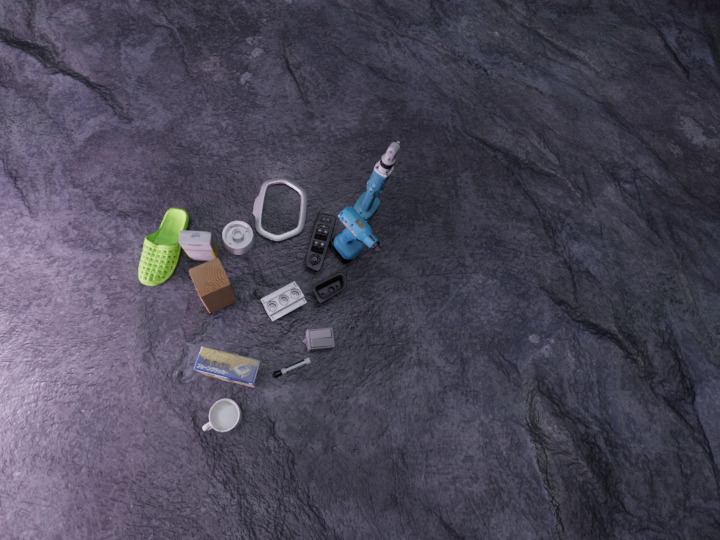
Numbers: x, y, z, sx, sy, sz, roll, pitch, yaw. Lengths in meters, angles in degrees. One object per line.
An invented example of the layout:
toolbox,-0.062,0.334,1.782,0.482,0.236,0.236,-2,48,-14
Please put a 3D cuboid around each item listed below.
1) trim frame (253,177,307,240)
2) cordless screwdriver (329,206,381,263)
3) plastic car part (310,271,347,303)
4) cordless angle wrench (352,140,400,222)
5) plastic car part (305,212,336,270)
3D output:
trim frame,-0.280,-0.215,1.471,0.183,0.027,0.253,5,69,-5
cordless screwdriver,-0.017,-0.088,1.335,0.073,0.247,0.162,-37,81,-20
plastic car part,-0.098,0.059,1.364,0.115,0.070,0.067,-27,77,-16
cordless angle wrench,0.049,-0.266,1.318,0.075,0.420,0.098,36,69,1
plastic car part,-0.139,-0.091,1.419,0.066,0.066,0.205,15,68,-4
